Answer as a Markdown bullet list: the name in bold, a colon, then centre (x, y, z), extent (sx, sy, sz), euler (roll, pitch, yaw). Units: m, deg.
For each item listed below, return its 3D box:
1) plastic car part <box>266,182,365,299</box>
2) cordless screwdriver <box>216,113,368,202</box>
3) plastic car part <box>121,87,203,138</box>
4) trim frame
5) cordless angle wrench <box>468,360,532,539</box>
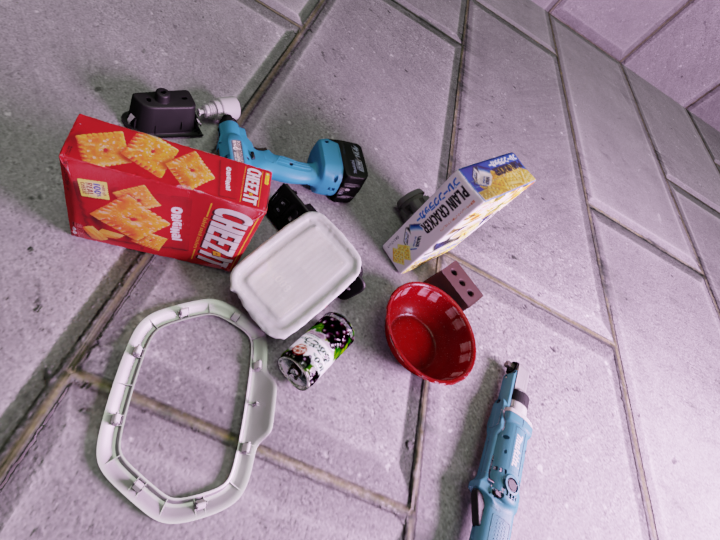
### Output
- **plastic car part**: centre (-0.065, -0.042, 0.663), extent (0.208, 0.067, 0.065), euler (52, 24, 12)
- **cordless screwdriver**: centre (-0.120, -0.193, 0.722), extent (0.240, 0.074, 0.165), euler (-3, 61, -26)
- **plastic car part**: centre (-0.305, -0.252, 0.660), extent (0.112, 0.071, 0.068), euler (-17, 70, -40)
- **trim frame**: centre (-0.188, 0.144, 0.489), extent (0.178, 0.028, 0.255), euler (16, 51, -20)
- **cordless angle wrench**: centre (0.181, 0.290, 0.565), extent (0.098, 0.075, 0.421), euler (38, 47, -4)
